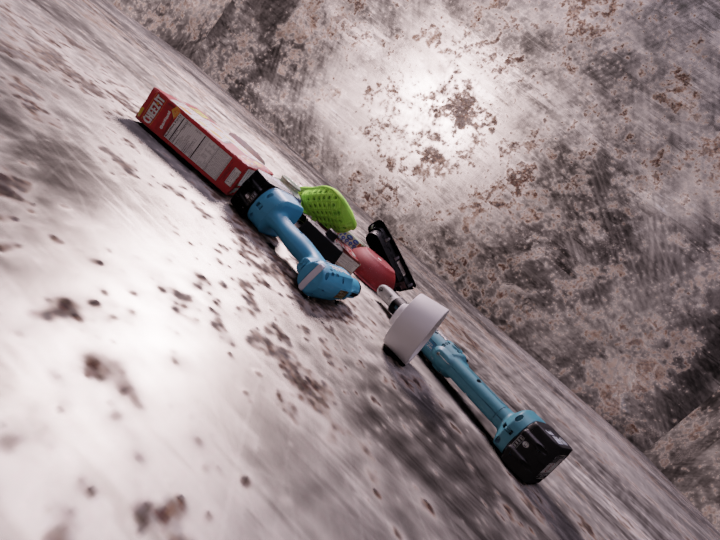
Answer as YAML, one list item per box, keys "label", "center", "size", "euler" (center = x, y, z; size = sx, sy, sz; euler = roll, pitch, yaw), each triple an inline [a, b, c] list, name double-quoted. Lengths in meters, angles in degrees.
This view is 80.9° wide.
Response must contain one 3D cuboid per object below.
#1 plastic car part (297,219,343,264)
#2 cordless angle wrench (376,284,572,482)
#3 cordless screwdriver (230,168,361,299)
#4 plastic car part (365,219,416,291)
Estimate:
- label: "plastic car part"
  center: [-0.076, -0.049, 0.773]
  size: [0.120, 0.071, 0.064]
  euler: [40, 11, 14]
- label: "cordless angle wrench"
  center: [0.155, 0.156, 0.745]
  size: [0.092, 0.074, 0.447]
  euler: [30, 12, -46]
- label: "cordless screwdriver"
  center: [-0.098, -0.050, 0.695]
  size: [0.260, 0.075, 0.151]
  euler: [50, 13, 26]
- label: "plastic car part"
  center: [0.066, -0.030, 1.091]
  size: [0.065, 0.069, 0.201]
  euler: [-29, 98, -42]
